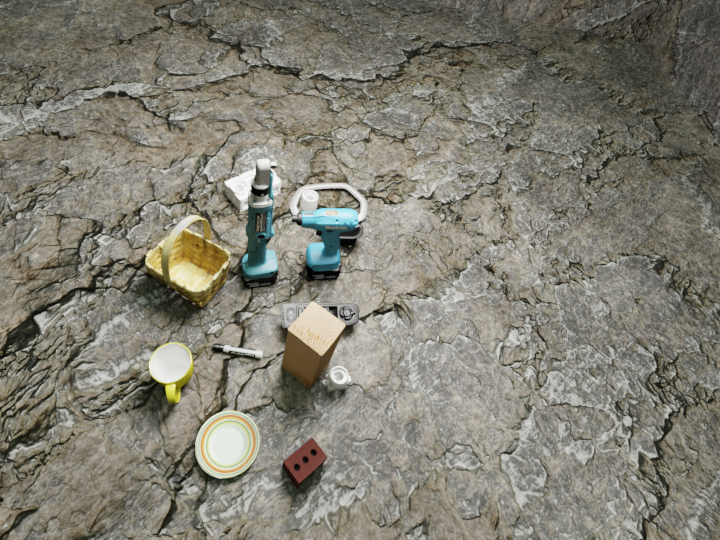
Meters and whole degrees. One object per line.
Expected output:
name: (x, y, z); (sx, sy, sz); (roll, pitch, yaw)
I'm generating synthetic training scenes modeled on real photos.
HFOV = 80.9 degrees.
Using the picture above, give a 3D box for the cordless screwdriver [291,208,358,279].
cordless screwdriver: (-0.107, -0.070, 1.095); (0.156, 0.245, 0.077); (1, 56, -12)

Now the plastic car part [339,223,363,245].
plastic car part: (-0.054, -0.099, 1.233); (0.115, 0.070, 0.068); (6, 55, -7)

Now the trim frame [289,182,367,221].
trim frame: (-0.099, -0.204, 1.327); (0.243, 0.027, 0.191); (-7, 56, -14)

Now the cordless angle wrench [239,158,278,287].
cordless angle wrench: (-0.235, -0.098, 0.989); (0.096, 0.416, 0.077); (-6, 58, -18)

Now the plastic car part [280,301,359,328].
plastic car part: (-0.101, 0.121, 1.069); (0.199, 0.066, 0.069); (-2, 56, -11)
